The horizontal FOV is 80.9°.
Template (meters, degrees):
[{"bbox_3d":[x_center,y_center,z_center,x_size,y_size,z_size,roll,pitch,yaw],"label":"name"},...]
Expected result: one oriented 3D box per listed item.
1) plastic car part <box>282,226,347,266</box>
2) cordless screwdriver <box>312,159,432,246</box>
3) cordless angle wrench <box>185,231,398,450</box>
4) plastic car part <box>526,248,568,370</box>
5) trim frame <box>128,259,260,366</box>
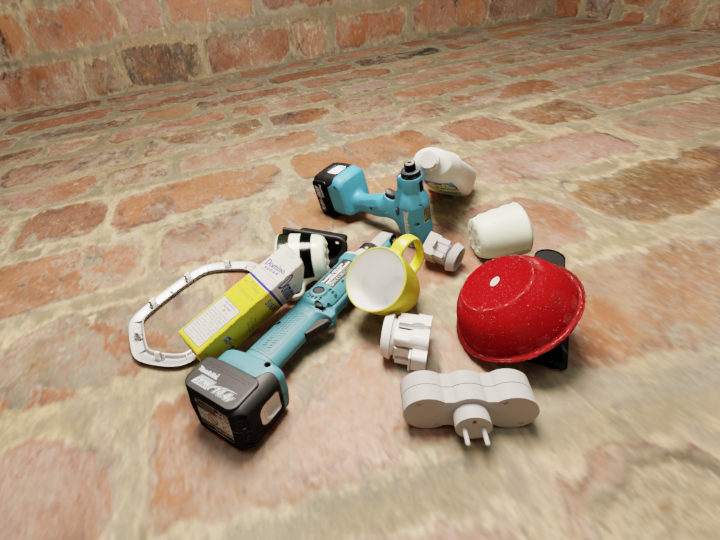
[{"bbox_3d":[-0.073,-0.048,0.748,0.119,0.064,0.071,6,23,13],"label":"plastic car part"},{"bbox_3d":[0.018,-0.148,0.776,0.263,0.152,0.073,26,54,39],"label":"cordless screwdriver"},{"bbox_3d":[-0.056,0.050,0.602,0.103,0.072,0.417,15,40,27],"label":"cordless angle wrench"},{"bbox_3d":[0.246,0.035,0.572,0.069,0.065,0.202,4,35,26],"label":"plastic car part"},{"bbox_3d":[-0.248,0.053,0.666,0.193,0.026,0.245,17,41,28],"label":"trim frame"}]
